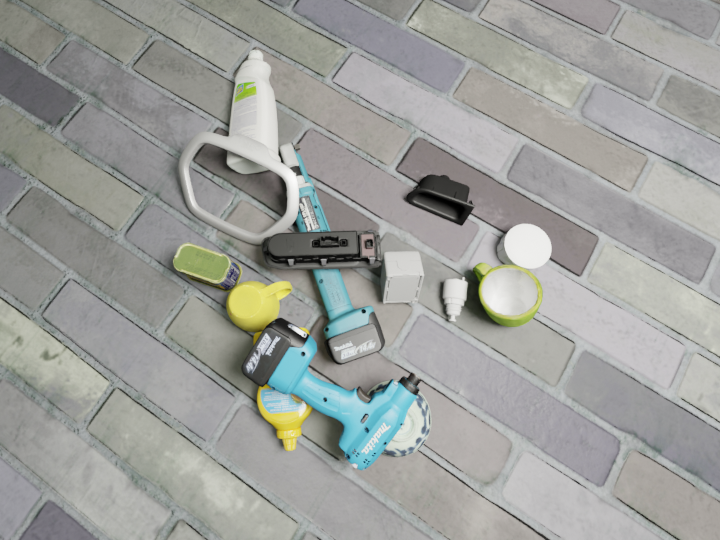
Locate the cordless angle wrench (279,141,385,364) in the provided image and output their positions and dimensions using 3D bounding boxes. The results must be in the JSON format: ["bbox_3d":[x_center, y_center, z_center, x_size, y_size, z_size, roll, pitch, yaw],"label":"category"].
[{"bbox_3d":[-0.075,-0.049,0.763,0.097,0.073,0.433,-19,74,-5],"label":"cordless angle wrench"}]

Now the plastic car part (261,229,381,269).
[{"bbox_3d":[-0.068,-0.036,0.699,0.205,0.066,0.067,-3,80,5],"label":"plastic car part"}]

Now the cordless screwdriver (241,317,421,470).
[{"bbox_3d":[-0.043,0.161,0.637,0.251,0.074,0.159,37,91,4],"label":"cordless screwdriver"}]

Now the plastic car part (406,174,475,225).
[{"bbox_3d":[0.154,-0.145,0.789,0.119,0.064,0.071,26,63,9],"label":"plastic car part"}]

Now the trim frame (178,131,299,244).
[{"bbox_3d":[-0.224,-0.151,0.768,0.254,0.027,0.182,26,113,10],"label":"trim frame"}]
